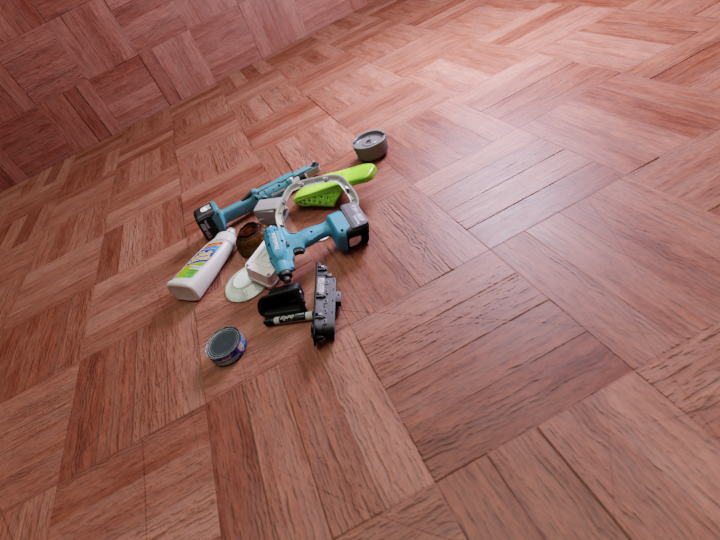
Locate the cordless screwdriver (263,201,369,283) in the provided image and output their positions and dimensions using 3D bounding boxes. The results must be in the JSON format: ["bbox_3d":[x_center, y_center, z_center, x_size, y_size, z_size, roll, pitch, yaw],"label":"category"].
[{"bbox_3d":[-0.099,-0.065,1.010,0.247,0.071,0.166,-18,54,-6],"label":"cordless screwdriver"}]

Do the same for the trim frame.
[{"bbox_3d":[-0.123,-0.166,1.143,0.256,0.026,0.186,-7,78,20],"label":"trim frame"}]

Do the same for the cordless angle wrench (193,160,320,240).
[{"bbox_3d":[-0.312,-0.233,1.329,0.419,0.093,0.078,-29,40,-9],"label":"cordless angle wrench"}]

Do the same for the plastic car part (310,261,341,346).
[{"bbox_3d":[-0.075,0.075,0.903,0.067,0.065,0.208,7,43,-3],"label":"plastic car part"}]

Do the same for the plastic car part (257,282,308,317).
[{"bbox_3d":[-0.177,0.061,0.972,0.120,0.064,0.071,-11,27,21],"label":"plastic car part"}]
